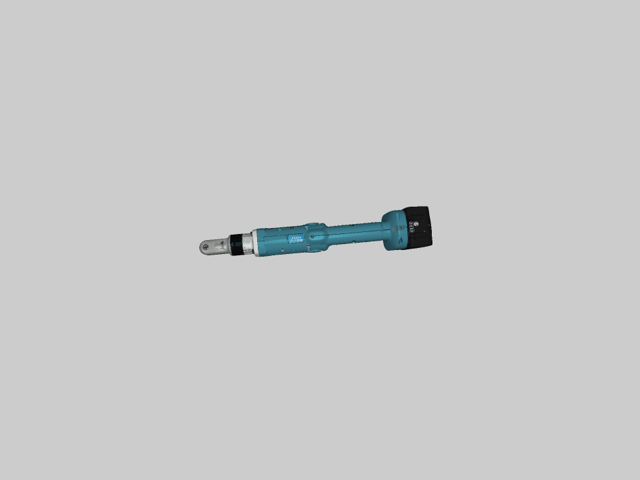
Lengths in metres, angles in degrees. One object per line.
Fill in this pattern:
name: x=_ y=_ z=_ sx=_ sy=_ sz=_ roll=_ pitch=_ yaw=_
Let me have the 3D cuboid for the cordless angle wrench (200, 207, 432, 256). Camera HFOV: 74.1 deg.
cordless angle wrench: x=-0.011 y=-0.004 z=0.790 sx=0.423 sy=0.074 sz=0.098 roll=-5 pitch=-4 yaw=-3
